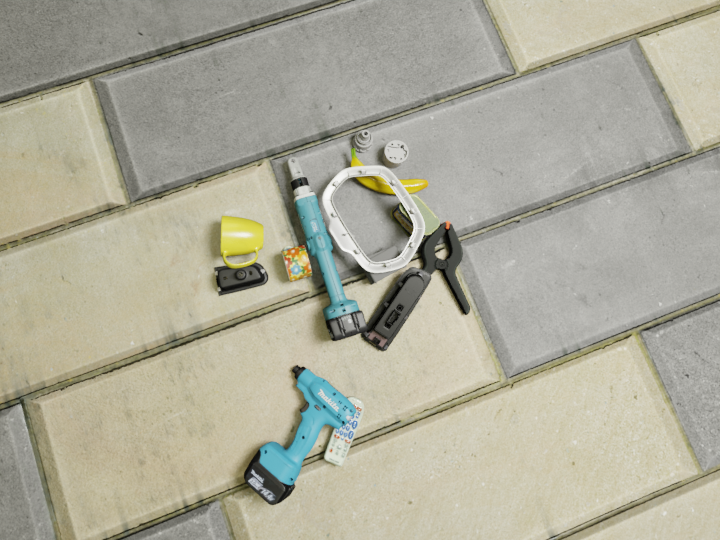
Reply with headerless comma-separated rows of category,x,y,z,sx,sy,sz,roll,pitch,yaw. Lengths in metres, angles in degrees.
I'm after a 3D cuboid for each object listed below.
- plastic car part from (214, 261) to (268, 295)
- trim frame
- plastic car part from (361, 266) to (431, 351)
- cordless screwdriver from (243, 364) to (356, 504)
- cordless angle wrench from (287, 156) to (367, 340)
plastic car part,-0.265,0.013,0.926,0.116,0.070,0.066,-11,86,-2
trim frame,0.024,-0.115,0.907,0.185,0.027,0.252,-32,81,5
plastic car part,0.079,0.081,0.914,0.068,0.066,0.203,34,92,9
cordless screwdriver,-0.143,0.334,0.878,0.165,0.072,0.248,36,80,20
cordless angle wrench,-0.091,-0.060,0.936,0.073,0.097,0.430,-17,79,-10
